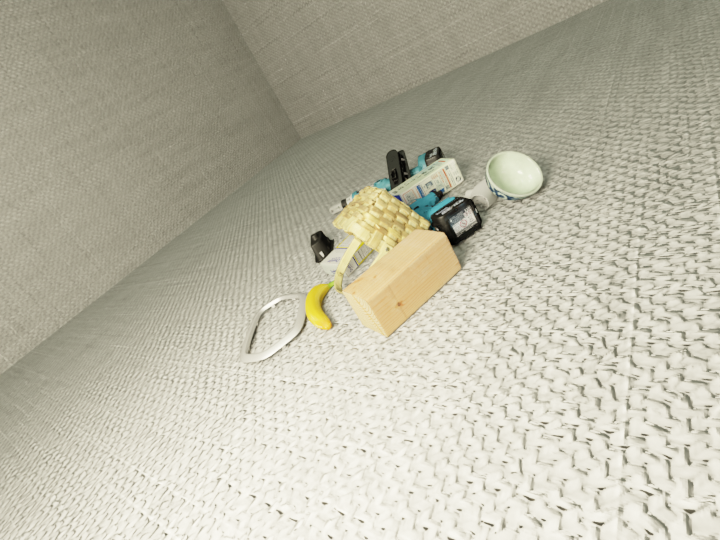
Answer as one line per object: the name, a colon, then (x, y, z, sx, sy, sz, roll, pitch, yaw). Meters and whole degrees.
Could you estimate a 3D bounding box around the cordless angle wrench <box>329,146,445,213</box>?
cordless angle wrench: (0.073, -0.272, 1.385, 0.435, 0.072, 0.099, -20, 27, 28)

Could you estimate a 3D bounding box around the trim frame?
trim frame: (-0.207, 0.130, 1.009, 0.187, 0.026, 0.255, -25, 27, 12)

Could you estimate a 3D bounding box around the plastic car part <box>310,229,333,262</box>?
plastic car part: (-0.122, -0.080, 1.245, 0.067, 0.069, 0.119, -28, 21, 11)

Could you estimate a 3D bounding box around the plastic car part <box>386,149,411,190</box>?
plastic car part: (0.110, -0.287, 1.271, 0.068, 0.063, 0.209, -27, 52, 34)

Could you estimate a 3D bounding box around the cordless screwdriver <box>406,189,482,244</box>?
cordless screwdriver: (0.189, -0.141, 1.012, 0.158, 0.072, 0.259, -36, 21, -12)
